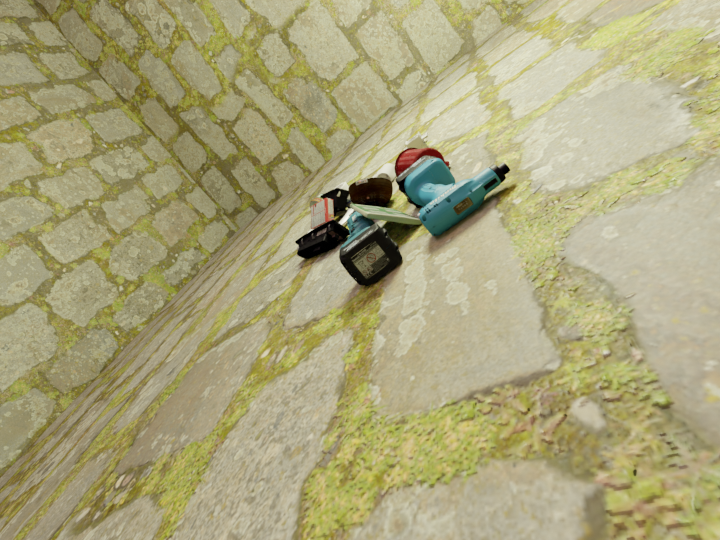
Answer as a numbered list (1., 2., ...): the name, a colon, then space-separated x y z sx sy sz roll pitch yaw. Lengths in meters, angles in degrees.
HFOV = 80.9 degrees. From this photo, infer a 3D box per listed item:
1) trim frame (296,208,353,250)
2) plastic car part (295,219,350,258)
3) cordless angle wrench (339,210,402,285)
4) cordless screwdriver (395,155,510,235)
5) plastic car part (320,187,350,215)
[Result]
1. trim frame: -0.108 -0.126 1.293 0.183 0.027 0.257 -51 19 -26
2. plastic car part: -0.111 -0.073 1.135 0.210 0.063 0.068 -13 57 52
3. cordless angle wrench: 0.003 -0.084 0.918 0.098 0.072 0.431 -38 16 8
4. cordless screwdriver: 0.159 -0.160 0.782 0.160 0.072 0.256 -37 22 10
5. plastic car part: -0.078 -0.201 1.281 0.121 0.063 0.072 -12 70 57
